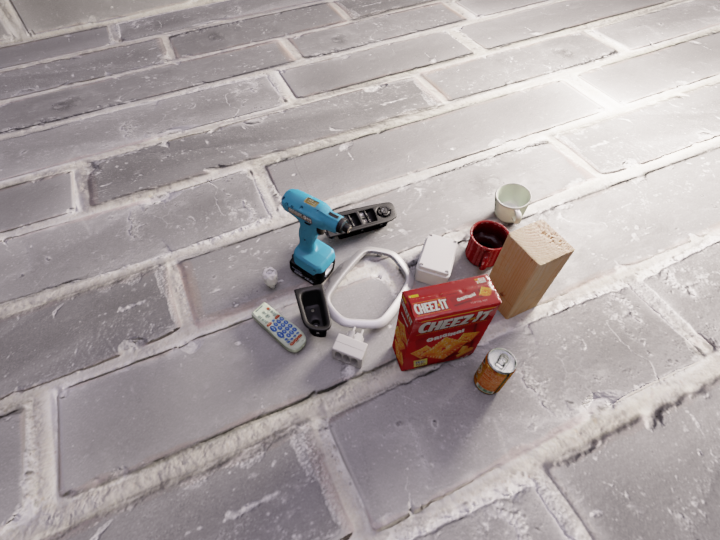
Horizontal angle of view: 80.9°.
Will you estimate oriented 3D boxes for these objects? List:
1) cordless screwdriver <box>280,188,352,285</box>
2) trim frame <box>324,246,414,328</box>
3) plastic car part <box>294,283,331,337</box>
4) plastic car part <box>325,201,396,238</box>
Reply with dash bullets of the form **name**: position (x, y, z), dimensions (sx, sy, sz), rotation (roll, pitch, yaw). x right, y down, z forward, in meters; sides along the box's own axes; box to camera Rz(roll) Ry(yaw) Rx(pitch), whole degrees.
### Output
- **cordless screwdriver**: position (-0.092, -0.060, 0.936), dimensions (0.166, 0.241, 0.074), rotation (30, 58, 20)
- **trim frame**: position (0.017, 0.036, 0.992), dimensions (0.191, 0.026, 0.247), rotation (26, 58, 20)
- **plastic car part**: position (-0.100, 0.098, 0.924), dimensions (0.065, 0.069, 0.121), rotation (-12, 54, -9)
- **plastic car part**: position (-0.001, -0.122, 1.089), dimensions (0.200, 0.065, 0.069), rotation (-19, 55, -12)
